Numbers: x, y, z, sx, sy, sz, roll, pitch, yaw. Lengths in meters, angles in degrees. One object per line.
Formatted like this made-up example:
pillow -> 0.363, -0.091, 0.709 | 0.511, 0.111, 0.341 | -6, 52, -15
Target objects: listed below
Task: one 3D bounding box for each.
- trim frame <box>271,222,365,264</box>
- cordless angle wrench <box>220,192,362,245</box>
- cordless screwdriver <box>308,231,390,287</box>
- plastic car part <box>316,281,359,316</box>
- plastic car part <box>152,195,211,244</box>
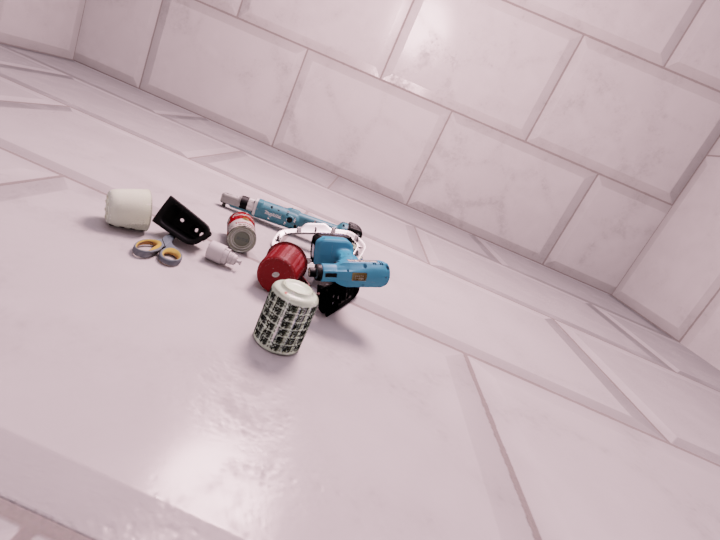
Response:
trim frame -> -0.108, -0.071, 1.107 | 0.245, 0.027, 0.191 | -2, 35, -9
cordless angle wrench -> -0.205, -0.151, 1.242 | 0.420, 0.097, 0.075 | 19, 14, -4
cordless screwdriver -> -0.058, -0.023, 0.906 | 0.155, 0.073, 0.259 | 1, 15, -20
plastic car part -> -0.051, 0.043, 0.927 | 0.070, 0.066, 0.197 | 3, 10, 24
plastic car part -> -0.364, -0.094, 0.893 | 0.117, 0.066, 0.070 | 35, -3, 3
